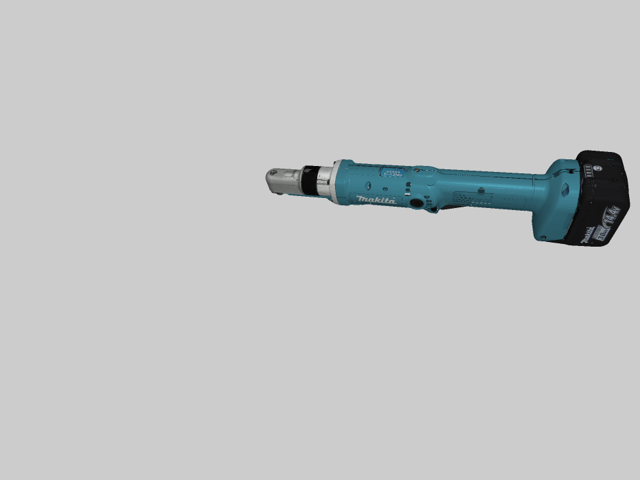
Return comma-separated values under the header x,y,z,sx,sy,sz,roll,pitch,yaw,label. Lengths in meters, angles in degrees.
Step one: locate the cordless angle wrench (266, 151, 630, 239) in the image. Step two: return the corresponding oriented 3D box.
x,y,z,sx,sy,sz,roll,pitch,yaw,label
0.126,-0.064,0.532,0.423,0.074,0.098,6,-35,17,cordless angle wrench
